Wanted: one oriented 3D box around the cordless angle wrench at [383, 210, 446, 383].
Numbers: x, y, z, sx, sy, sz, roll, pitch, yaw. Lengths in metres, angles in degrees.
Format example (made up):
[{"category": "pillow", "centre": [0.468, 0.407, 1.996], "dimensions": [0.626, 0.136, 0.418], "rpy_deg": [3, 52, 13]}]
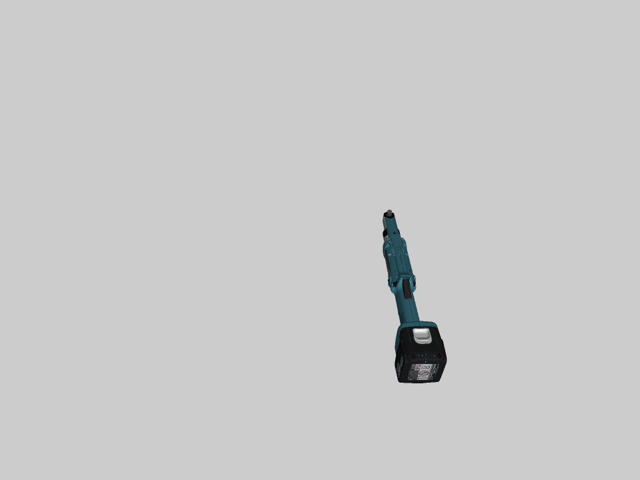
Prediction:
[{"category": "cordless angle wrench", "centre": [0.169, 0.085, 0.878], "dimensions": [0.074, 0.098, 0.421], "rpy_deg": [-1, 42, -1]}]
